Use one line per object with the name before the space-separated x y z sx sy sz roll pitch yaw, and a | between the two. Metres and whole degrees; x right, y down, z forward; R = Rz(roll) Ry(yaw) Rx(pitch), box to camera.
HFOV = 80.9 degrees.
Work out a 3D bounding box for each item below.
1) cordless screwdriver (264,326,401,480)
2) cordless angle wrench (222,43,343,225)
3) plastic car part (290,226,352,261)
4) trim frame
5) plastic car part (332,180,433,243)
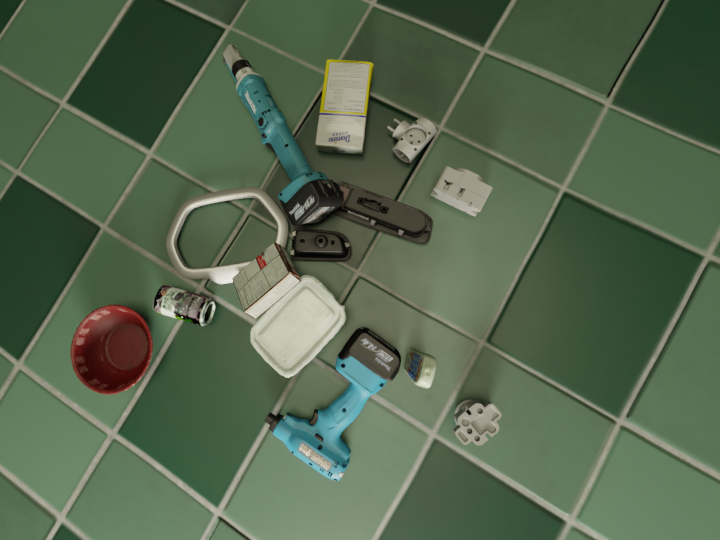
cordless screwdriver | -0.046 0.213 0.731 0.163 0.073 0.248 30 90 10
cordless angle wrench | -0.174 -0.283 0.822 0.099 0.071 0.435 -40 70 35
plastic car part | -0.076 -0.050 0.777 0.119 0.069 0.066 4 84 10
trim frame | -0.262 -0.068 0.826 0.250 0.027 0.187 -10 79 4
plastic car part | 0.039 -0.111 0.778 0.206 0.066 0.066 23 78 7
